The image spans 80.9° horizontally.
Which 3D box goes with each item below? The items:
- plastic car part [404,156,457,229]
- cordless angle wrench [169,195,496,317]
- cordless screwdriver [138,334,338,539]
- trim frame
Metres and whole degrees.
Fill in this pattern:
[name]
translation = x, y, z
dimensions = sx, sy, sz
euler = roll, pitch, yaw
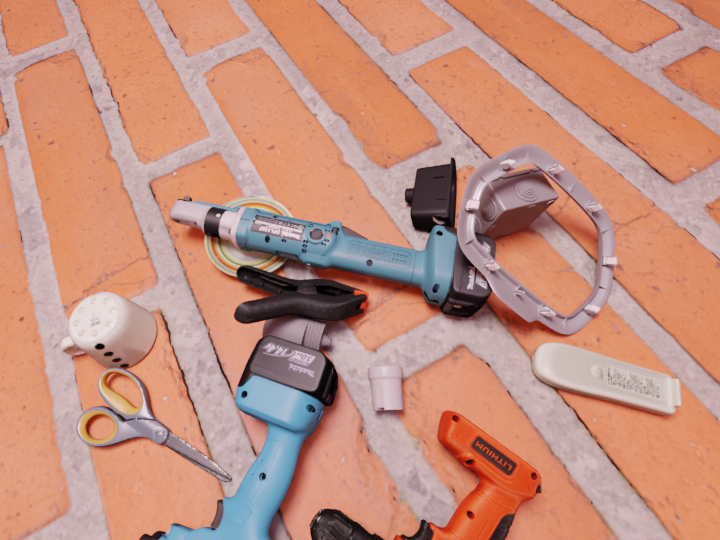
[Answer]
[plastic car part]
translation = 0.098, -0.101, 0.595
dimensions = 0.073, 0.063, 0.119
euler = -3, 58, 18
[cordless angle wrench]
translation = -0.054, -0.035, 0.550
dimensions = 0.430, 0.072, 0.099
euler = 12, 64, 9
[cordless screwdriver]
translation = -0.120, 0.196, 0.440
dimensions = 0.164, 0.071, 0.252
euler = 7, 62, 16
[trim frame]
translation = 0.214, -0.033, 0.489
dimensions = 0.240, 0.028, 0.184
euler = 37, 79, -17
